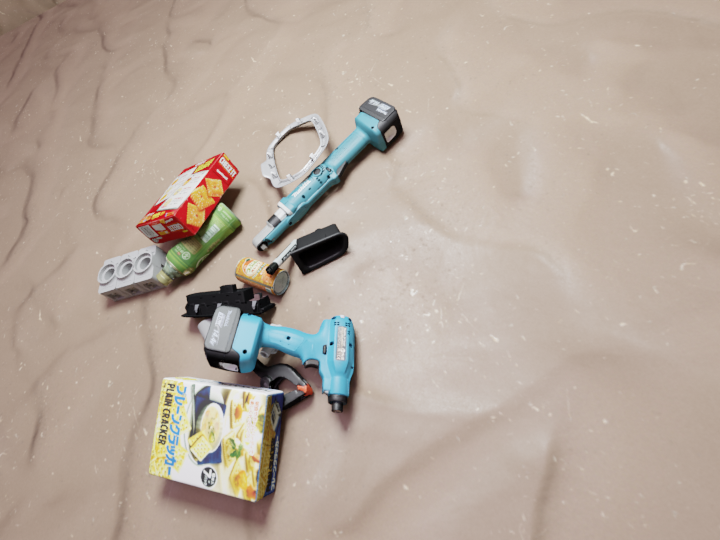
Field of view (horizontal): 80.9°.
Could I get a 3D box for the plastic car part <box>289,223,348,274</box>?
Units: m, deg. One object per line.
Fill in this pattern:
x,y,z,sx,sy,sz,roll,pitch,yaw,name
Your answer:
-0.084,-0.055,0.859,0.117,0.063,0.074,-27,43,2,plastic car part

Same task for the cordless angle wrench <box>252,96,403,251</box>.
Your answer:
-0.083,-0.203,0.932,0.422,0.070,0.103,-46,57,-4,cordless angle wrench

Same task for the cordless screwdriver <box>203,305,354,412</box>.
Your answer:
-0.134,0.145,0.709,0.248,0.073,0.163,6,55,-3,cordless screwdriver

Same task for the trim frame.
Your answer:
-0.159,-0.287,0.994,0.186,0.026,0.260,-35,44,15,trim frame

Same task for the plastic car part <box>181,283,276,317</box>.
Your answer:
-0.278,0.064,0.851,0.209,0.065,0.066,-10,103,21,plastic car part
